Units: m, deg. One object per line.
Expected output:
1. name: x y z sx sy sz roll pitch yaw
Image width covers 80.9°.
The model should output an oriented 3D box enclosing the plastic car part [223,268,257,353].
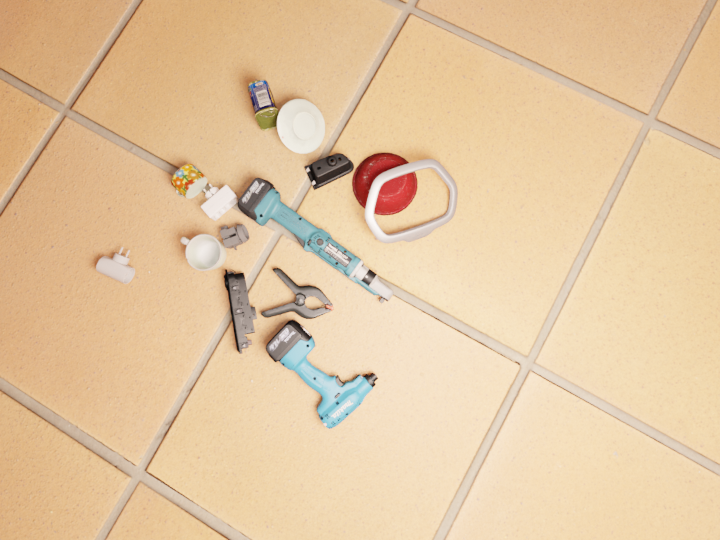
1. plastic car part: -0.283 0.089 0.999 0.066 0.066 0.205 -15 82 -11

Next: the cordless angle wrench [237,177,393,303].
1. cordless angle wrench: -0.098 -0.064 1.007 0.427 0.074 0.098 36 86 4

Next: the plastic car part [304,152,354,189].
1. plastic car part: -0.075 -0.253 1.027 0.117 0.070 0.066 -24 86 2

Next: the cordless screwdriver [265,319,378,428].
1. cordless screwdriver: -0.090 0.217 0.967 0.159 0.074 0.250 -41 87 -3

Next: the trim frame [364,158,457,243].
1. trim frame: 0.121 -0.158 0.989 0.244 0.028 0.180 -21 105 -16
